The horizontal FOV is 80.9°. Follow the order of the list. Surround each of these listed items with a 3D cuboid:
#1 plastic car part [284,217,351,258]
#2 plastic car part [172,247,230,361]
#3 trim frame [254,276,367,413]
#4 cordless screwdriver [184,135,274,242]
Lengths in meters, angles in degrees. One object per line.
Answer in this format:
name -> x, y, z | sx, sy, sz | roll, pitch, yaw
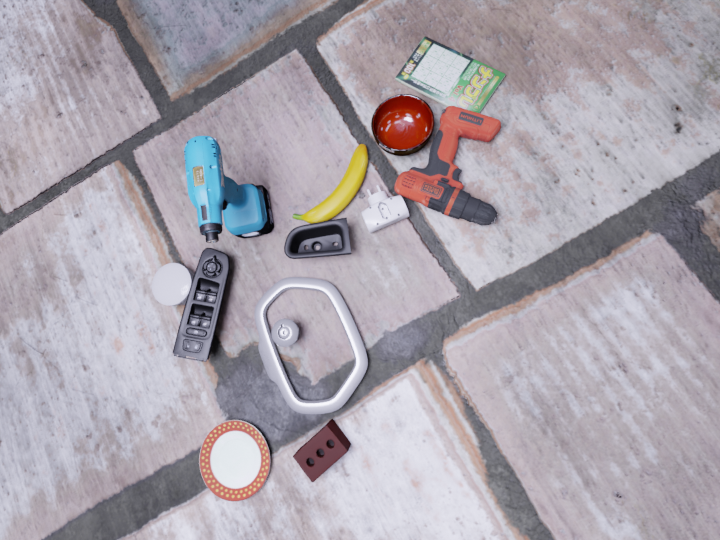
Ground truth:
plastic car part -> -0.075, -0.049, 0.766 | 0.118, 0.069, 0.067 | -8, 79, 8
plastic car part -> -0.281, 0.061, 0.784 | 0.068, 0.065, 0.204 | 7, 80, 9
trim frame -> -0.095, 0.128, 0.754 | 0.185, 0.027, 0.255 | -27, 75, 4
cordless screwdriver -> -0.216, -0.103, 0.714 | 0.075, 0.242, 0.162 | -12, 79, 4
